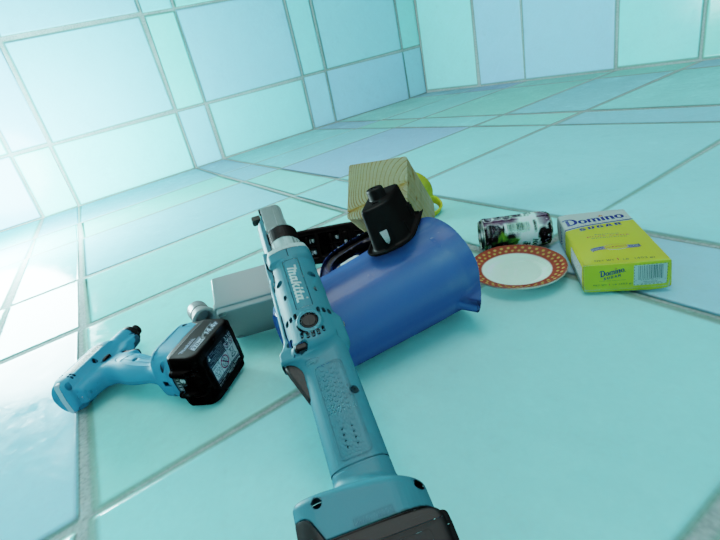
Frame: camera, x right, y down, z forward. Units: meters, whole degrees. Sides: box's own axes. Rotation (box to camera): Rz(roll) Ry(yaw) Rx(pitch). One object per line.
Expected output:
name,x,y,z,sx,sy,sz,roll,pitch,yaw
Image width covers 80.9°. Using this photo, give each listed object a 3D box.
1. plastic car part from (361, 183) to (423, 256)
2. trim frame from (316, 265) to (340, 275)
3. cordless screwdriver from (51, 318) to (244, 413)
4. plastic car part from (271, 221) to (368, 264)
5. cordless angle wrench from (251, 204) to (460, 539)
plastic car part,0.031,-0.073,0.524,0.068,0.069,0.116,-19,16,22
trim frame,-0.051,-0.042,0.837,0.242,0.027,0.194,-28,28,-29
cordless screwdriver,-0.283,0.117,0.592,0.255,0.072,0.160,-10,25,18
plastic car part,-0.076,-0.050,0.776,0.206,0.065,0.067,-9,15,11
cordless angle wrench,-0.046,0.065,0.400,0.097,0.071,0.444,-19,46,-8
